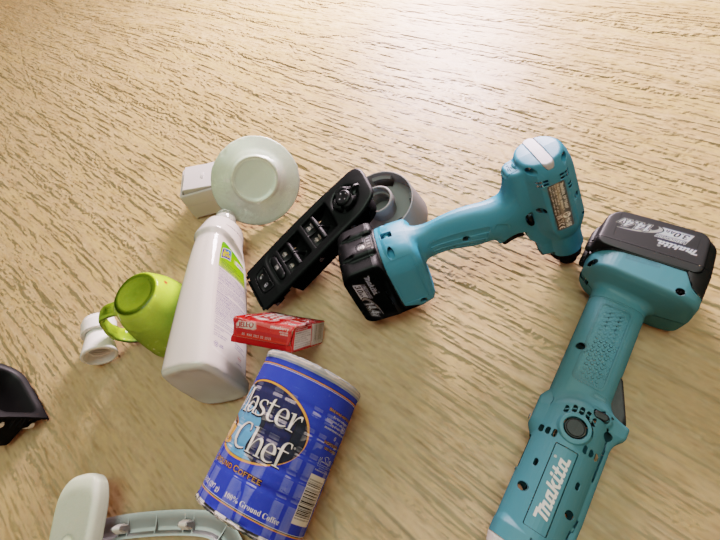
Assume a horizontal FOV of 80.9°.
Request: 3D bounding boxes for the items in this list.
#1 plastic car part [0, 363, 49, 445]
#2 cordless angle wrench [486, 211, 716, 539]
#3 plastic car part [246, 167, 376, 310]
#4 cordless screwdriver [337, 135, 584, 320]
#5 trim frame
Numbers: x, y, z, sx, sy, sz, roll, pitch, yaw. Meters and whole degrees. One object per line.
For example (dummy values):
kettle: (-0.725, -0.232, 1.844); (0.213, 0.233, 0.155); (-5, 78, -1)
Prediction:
plastic car part: (-0.467, 0.178, 0.541); (0.123, 0.062, 0.071); (28, 83, 32)
cordless angle wrench: (0.181, 0.138, 0.360); (0.103, 0.071, 0.422); (24, 70, 28)
plastic car part: (-0.051, -0.034, 0.525); (0.204, 0.063, 0.070); (-47, 46, 16)
cordless screwdriver: (0.109, -0.022, 0.458); (0.253, 0.151, 0.077); (-25, 39, 17)
trim frame: (-0.200, 0.324, 0.380); (0.252, 0.026, 0.190); (-10, 57, 9)
